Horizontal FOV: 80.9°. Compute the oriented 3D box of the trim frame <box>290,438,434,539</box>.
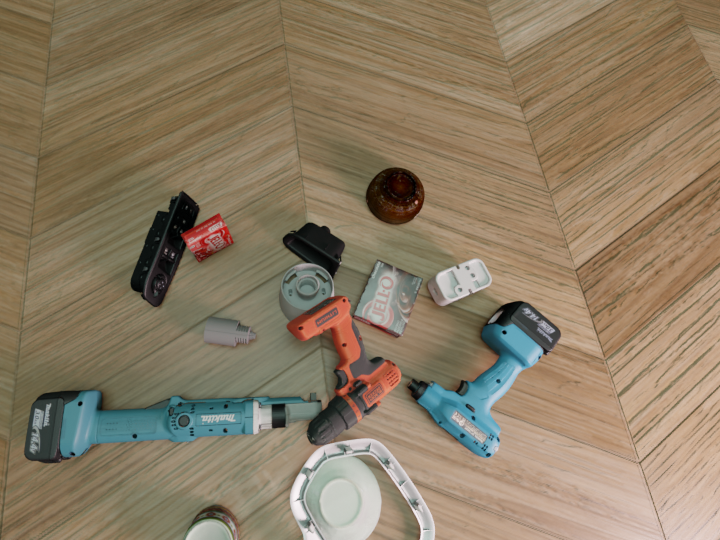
[{"bbox_3d":[0.006,0.371,0.621,0.182,0.028,0.249,-34,88,-16],"label":"trim frame"}]

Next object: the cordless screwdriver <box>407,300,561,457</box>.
[{"bbox_3d":[0.204,0.158,0.706,0.162,0.073,0.248,36,76,8],"label":"cordless screwdriver"}]

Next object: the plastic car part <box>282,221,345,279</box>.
[{"bbox_3d":[-0.075,-0.049,0.769,0.119,0.065,0.070,37,57,10],"label":"plastic car part"}]

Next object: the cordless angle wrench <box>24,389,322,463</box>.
[{"bbox_3d":[-0.269,0.228,0.652,0.418,0.074,0.100,-1,72,-7],"label":"cordless angle wrench"}]

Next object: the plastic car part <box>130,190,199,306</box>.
[{"bbox_3d":[-0.350,-0.040,0.741,0.068,0.064,0.206,6,71,6],"label":"plastic car part"}]
